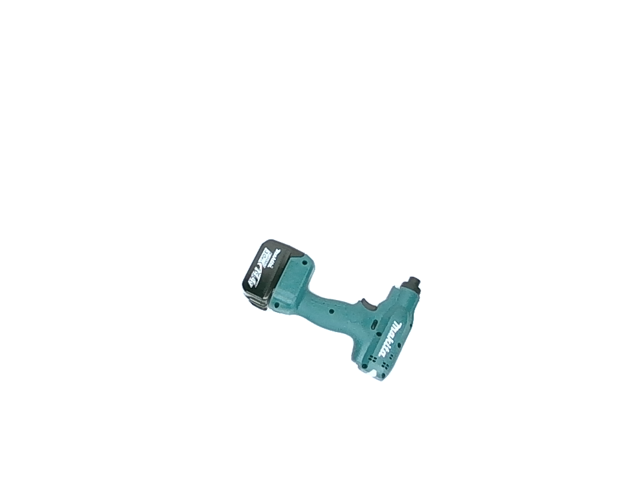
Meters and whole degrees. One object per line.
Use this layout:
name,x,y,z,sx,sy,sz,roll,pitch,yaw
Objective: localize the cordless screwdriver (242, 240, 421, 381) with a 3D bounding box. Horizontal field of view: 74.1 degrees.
cordless screwdriver,0.021,0.078,0.627,0.249,0.158,0.074,28,-19,5
